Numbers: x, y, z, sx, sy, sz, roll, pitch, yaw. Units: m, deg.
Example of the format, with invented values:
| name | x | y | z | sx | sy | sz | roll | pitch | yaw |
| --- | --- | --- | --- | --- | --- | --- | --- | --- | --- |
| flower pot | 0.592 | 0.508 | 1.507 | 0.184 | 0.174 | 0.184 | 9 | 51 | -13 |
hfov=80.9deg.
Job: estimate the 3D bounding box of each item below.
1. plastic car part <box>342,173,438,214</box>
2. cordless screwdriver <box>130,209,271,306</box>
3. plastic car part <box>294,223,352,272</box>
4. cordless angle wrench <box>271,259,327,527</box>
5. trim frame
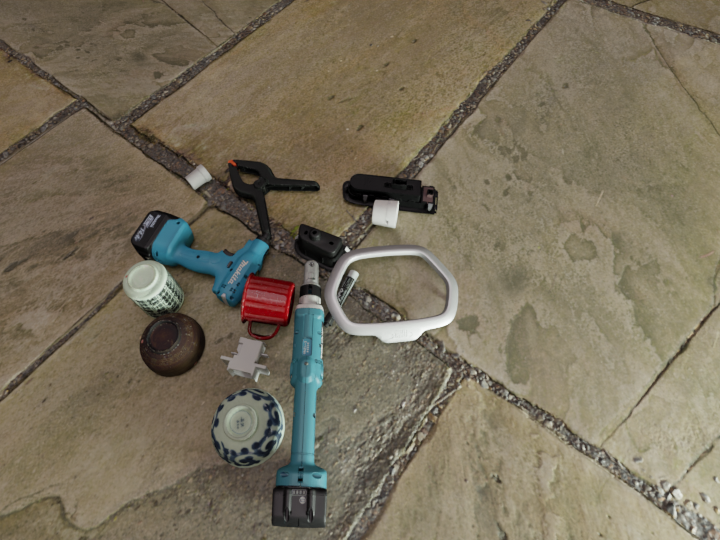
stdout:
| name | x | y | z | sx | sy | sz | roll | pitch | yaw |
| --- | --- | --- | --- | --- | --- | --- | --- | --- | --- |
| plastic car part | 0.060 | -0.164 | 0.882 | 0.207 | 0.065 | 0.067 | 6 | 70 | 10 |
| cordless screwdriver | -0.309 | -0.047 | 0.836 | 0.254 | 0.072 | 0.160 | 23 | 65 | 11 |
| plastic car part | -0.080 | -0.053 | 0.823 | 0.119 | 0.069 | 0.066 | 25 | 64 | 12 |
| cordless angle wrench | -0.089 | 0.168 | 0.695 | 0.074 | 0.095 | 0.435 | 0 | 58 | -3 |
| trim frame | 0.057 | 0.038 | 0.776 | 0.246 | 0.027 | 0.190 | -6 | 64 | -7 |
